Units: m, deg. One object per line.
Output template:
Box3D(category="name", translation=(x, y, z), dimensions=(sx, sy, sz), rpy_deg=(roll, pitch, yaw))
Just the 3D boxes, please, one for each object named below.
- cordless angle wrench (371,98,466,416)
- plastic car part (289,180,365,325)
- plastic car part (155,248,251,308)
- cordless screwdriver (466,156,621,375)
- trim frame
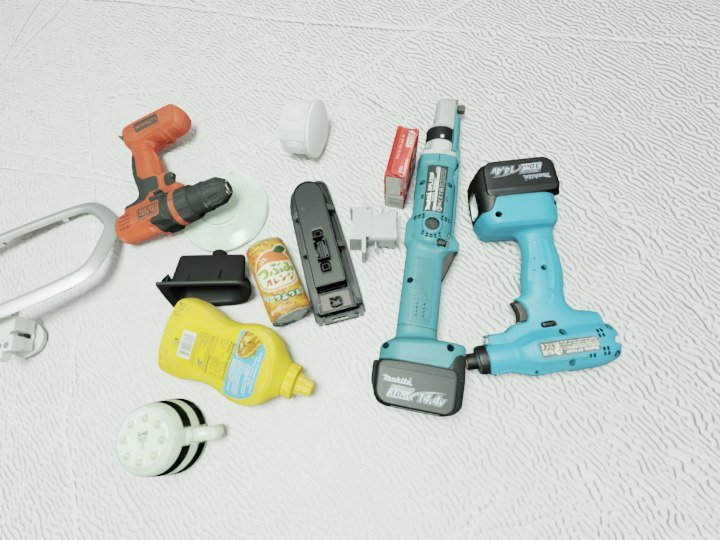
Box3D(category="cordless angle wrench", translation=(0.090, -0.046, 0.533), dimensions=(0.100, 0.072, 0.429), rpy_deg=(6, 69, 8))
Box3D(category="plastic car part", translation=(-0.054, -0.036, 0.555), dimensions=(0.067, 0.064, 0.209), rpy_deg=(-18, 66, 7))
Box3D(category="plastic car part", translation=(-0.199, 0.006, 0.564), dimensions=(0.117, 0.063, 0.073), rpy_deg=(-6, 56, 2))
Box3D(category="cordless screwdriver", translation=(0.180, -0.004, 0.503), dimensions=(0.160, 0.072, 0.254), rpy_deg=(-11, 73, 4))
Box3D(category="trim frame", translation=(-0.462, -0.018, 0.596), dimensions=(0.246, 0.026, 0.194), rpy_deg=(-28, 54, -12))
